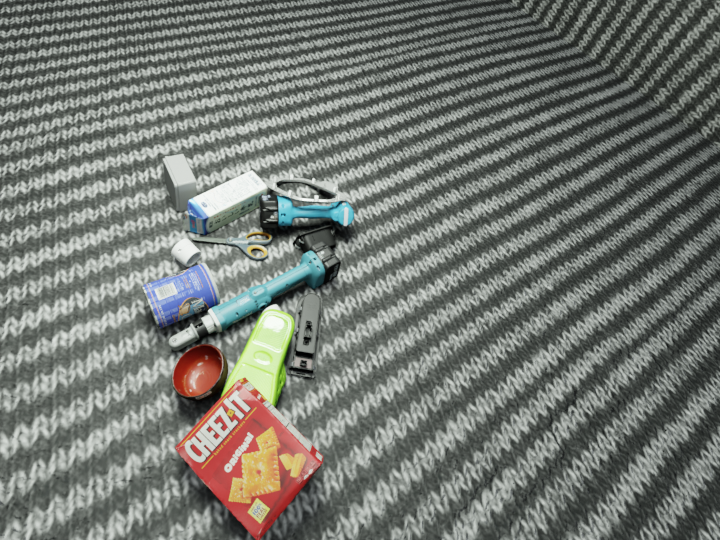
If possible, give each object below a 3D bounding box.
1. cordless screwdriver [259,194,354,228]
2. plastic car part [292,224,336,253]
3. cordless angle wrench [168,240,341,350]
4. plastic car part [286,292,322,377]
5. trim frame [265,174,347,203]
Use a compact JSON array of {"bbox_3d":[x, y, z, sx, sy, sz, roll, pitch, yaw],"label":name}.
[{"bbox_3d":[-0.148,-0.165,1.143,0.247,0.073,0.164,0,20,-6],"label":"cordless screwdriver"},{"bbox_3d":[-0.109,-0.071,1.114,0.113,0.067,0.072,-17,78,-27],"label":"plastic car part"},{"bbox_3d":[-0.237,0.064,0.974,0.414,0.096,0.077,-30,67,-24],"label":"cordless angle wrench"},{"bbox_3d":[-0.123,0.134,0.966,0.066,0.065,0.208,5,53,-2],"label":"plastic car part"},{"bbox_3d":[-0.150,-0.226,1.159,0.177,0.027,0.263,-14,30,-39],"label":"trim frame"}]
